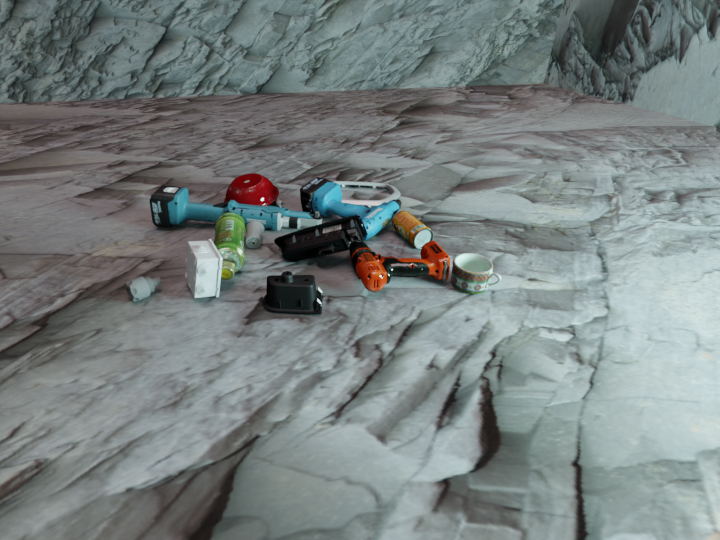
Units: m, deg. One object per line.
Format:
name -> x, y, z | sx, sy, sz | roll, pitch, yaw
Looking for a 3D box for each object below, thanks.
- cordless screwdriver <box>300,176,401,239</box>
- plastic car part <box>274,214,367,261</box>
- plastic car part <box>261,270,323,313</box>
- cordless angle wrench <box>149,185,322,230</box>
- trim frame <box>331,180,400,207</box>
cordless screwdriver -> -0.028, -0.174, 1.099 | 0.262, 0.072, 0.156 | 27, 51, 32
plastic car part -> -0.089, -0.058, 0.913 | 0.208, 0.063, 0.069 | -9, 56, 19
plastic car part -> -0.128, 0.035, 0.786 | 0.117, 0.069, 0.067 | 4, 30, 0
cordless angle wrench -> -0.307, -0.142, 1.064 | 0.425, 0.095, 0.076 | 6, 31, 3
trim frame -> -0.008, -0.229, 1.246 | 0.251, 0.027, 0.188 | 1, 33, 6
